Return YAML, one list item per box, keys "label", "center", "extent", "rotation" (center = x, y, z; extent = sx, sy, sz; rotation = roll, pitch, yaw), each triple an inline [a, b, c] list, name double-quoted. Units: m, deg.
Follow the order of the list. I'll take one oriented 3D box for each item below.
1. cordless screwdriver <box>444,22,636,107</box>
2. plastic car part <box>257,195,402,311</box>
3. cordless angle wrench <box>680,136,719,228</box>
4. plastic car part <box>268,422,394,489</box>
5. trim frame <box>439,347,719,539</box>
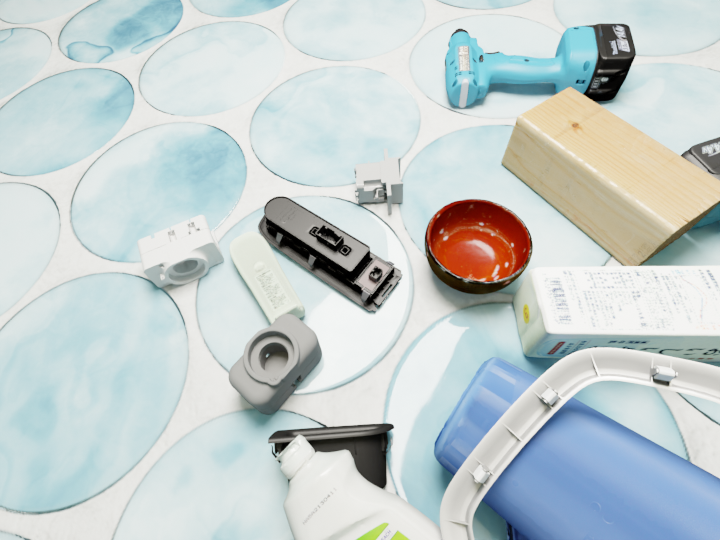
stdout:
- label: "cordless screwdriver"
  center: [0.259, -0.327, 0.648]
  extent: [0.254, 0.071, 0.162]
  rotation: [1, 60, 12]
- label: "plastic car part"
  center: [-0.051, -0.033, 0.522]
  extent: [0.212, 0.064, 0.066]
  rotation: [31, 74, 25]
- label: "cordless angle wrench"
  center: [0.475, 0.043, 0.404]
  extent: [0.097, 0.072, 0.440]
  rotation: [-19, 61, -5]
- label: "plastic car part"
  center: [-0.024, 0.183, 0.394]
  extent: [0.117, 0.065, 0.072]
  rotation: [-2, 75, 1]
- label: "trim frame"
  center: [0.166, 0.165, 0.263]
  extent: [0.248, 0.026, 0.193]
  rotation: [-48, 62, 0]
